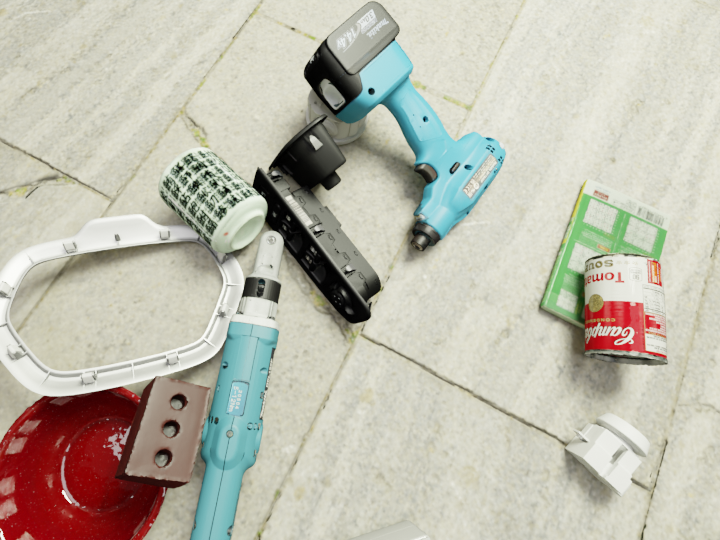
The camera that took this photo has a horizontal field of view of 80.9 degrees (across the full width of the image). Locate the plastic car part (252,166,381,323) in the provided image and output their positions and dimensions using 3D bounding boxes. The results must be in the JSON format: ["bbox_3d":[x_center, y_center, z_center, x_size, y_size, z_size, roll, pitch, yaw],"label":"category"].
[{"bbox_3d":[-0.047,-0.030,0.477,0.065,0.066,0.208,-25,72,-36],"label":"plastic car part"}]

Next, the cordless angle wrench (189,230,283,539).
[{"bbox_3d":[-0.121,0.158,0.402,0.074,0.097,0.430,9,70,-5],"label":"cordless angle wrench"}]

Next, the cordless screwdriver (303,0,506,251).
[{"bbox_3d":[0.041,-0.151,0.470,0.242,0.076,0.159,42,75,-14],"label":"cordless screwdriver"}]

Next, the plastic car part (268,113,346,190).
[{"bbox_3d":[-0.053,-0.123,0.481,0.065,0.120,0.069,-42,106,-13],"label":"plastic car part"}]

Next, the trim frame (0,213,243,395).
[{"bbox_3d":[-0.245,0.024,0.438,0.242,0.027,0.191,-11,63,-19],"label":"trim frame"}]
